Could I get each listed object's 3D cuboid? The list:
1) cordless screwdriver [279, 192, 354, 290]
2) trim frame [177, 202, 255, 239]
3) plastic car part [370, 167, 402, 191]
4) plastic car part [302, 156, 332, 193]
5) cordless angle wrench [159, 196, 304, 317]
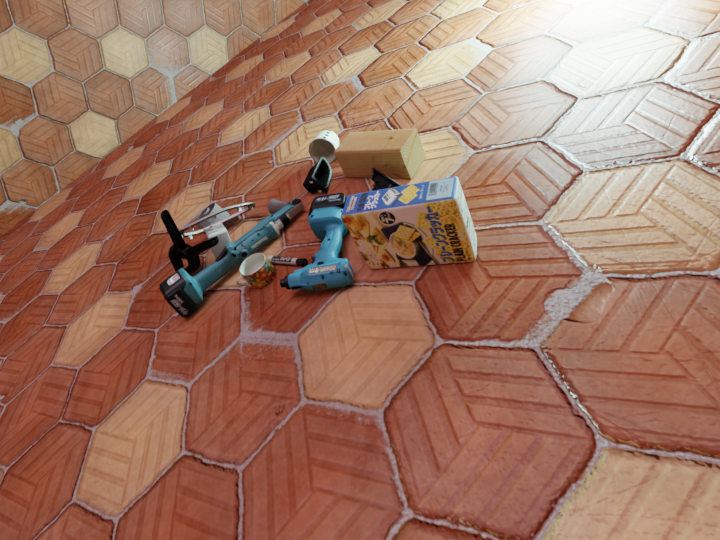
[{"bbox_3d":[-0.094,-0.061,0.957,0.163,0.071,0.256,-11,48,15],"label":"cordless screwdriver"},{"bbox_3d":[-0.409,-0.138,1.197,0.252,0.027,0.182,-24,4,11],"label":"trim frame"},{"bbox_3d":[0.081,-0.171,0.967,0.067,0.063,0.215,-47,42,-2],"label":"plastic car part"},{"bbox_3d":[-0.127,-0.262,1.197,0.073,0.063,0.119,-25,36,31],"label":"plastic car part"},{"bbox_3d":[-0.313,-0.051,1.093,0.419,0.093,0.079,-40,40,-14],"label":"cordless angle wrench"}]
